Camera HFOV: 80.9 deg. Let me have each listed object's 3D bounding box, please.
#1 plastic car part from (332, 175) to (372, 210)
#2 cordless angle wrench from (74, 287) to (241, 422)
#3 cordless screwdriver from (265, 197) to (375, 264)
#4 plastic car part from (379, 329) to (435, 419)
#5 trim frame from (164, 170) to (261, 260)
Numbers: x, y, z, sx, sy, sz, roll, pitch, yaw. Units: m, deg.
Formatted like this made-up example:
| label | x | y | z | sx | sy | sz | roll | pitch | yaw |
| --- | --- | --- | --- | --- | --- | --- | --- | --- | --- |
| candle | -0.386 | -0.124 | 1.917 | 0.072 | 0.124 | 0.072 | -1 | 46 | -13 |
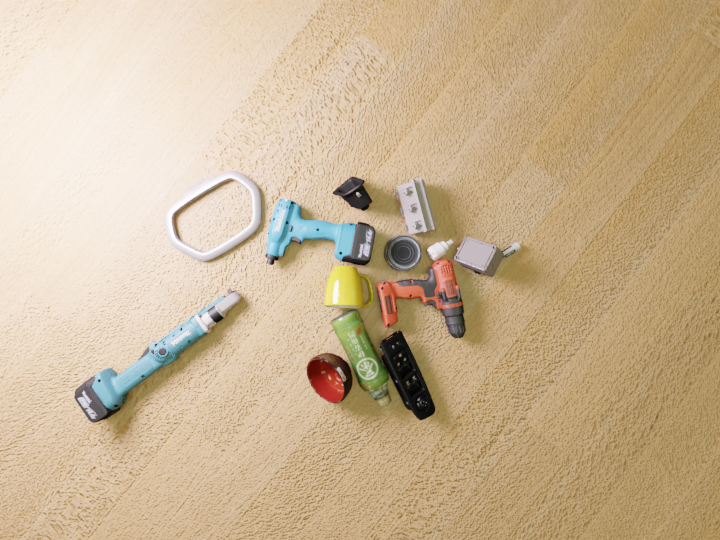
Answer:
| label | x | y | z | sx | sy | sz | roll | pitch | yaw |
| --- | --- | --- | --- | --- | --- | --- | --- | --- | --- |
| plastic car part | -0.009 | -0.171 | 0.978 | 0.066 | 0.121 | 0.068 | -40 | 114 | -2 |
| cordless angle wrench | -0.453 | 0.184 | 0.983 | 0.422 | 0.074 | 0.098 | -37 | 89 | -3 |
| cordless screwdriver | -0.096 | -0.063 | 0.987 | 0.252 | 0.073 | 0.159 | 16 | 87 | 6 |
| plastic car part | 0.098 | 0.243 | 0.960 | 0.064 | 0.068 | 0.204 | -26 | 86 | -38 |
| trim frame | -0.353 | -0.134 | 1.021 | 0.249 | 0.027 | 0.185 | -33 | 87 | 1 |
